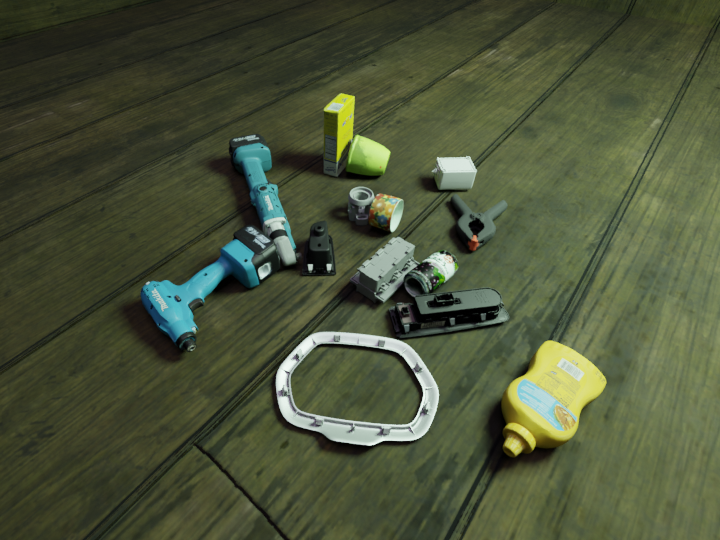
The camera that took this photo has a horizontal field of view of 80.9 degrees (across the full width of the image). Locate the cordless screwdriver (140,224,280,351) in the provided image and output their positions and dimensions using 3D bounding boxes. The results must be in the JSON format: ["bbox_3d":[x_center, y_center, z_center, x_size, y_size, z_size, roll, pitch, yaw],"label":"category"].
[{"bbox_3d":[-0.254,0.029,0.764,0.244,0.072,0.168,-35,55,-24],"label":"cordless screwdriver"}]

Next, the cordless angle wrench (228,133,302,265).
[{"bbox_3d":[-0.216,-0.166,0.957,0.096,0.072,0.444,-15,49,-14],"label":"cordless angle wrench"}]

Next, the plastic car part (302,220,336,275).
[{"bbox_3d":[-0.082,-0.054,0.841,0.066,0.069,0.120,-1,48,-4],"label":"plastic car part"}]

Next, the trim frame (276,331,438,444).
[{"bbox_3d":[-0.007,0.173,0.648,0.251,0.027,0.188,6,47,4],"label":"trim frame"}]

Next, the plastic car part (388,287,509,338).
[{"bbox_3d":[0.156,0.064,0.731,0.201,0.065,0.069,-4,39,-7],"label":"plastic car part"}]
